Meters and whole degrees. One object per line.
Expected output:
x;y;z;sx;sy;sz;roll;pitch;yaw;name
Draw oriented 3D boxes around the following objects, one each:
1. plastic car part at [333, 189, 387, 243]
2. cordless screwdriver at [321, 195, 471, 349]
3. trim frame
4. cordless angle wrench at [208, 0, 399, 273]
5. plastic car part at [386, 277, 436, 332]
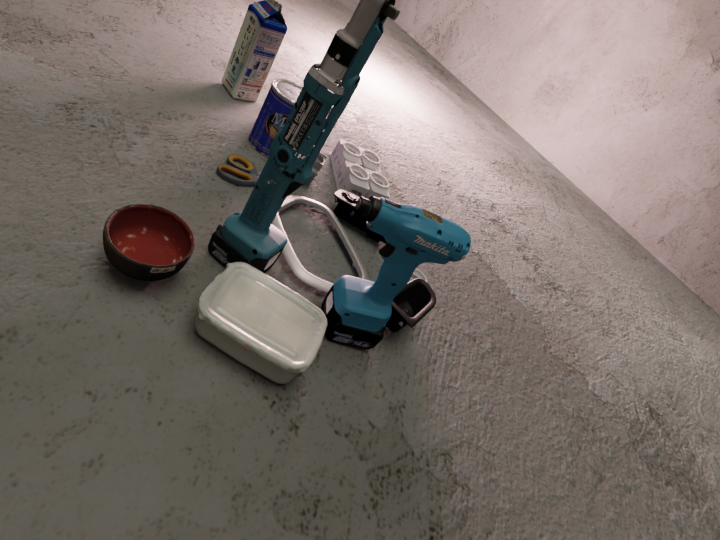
0.027;-0.103;0.882;0.202;0.067;0.066;33;36;-3;plastic car part
0.015;0.005;0.596;0.154;0.249;0.077;22;39;-21;cordless screwdriver
-0.076;-0.050;0.777;0.176;0.027;0.260;-2;49;-39;trim frame
-0.086;-0.152;0.549;0.099;0.424;0.073;42;36;4;cordless angle wrench
0.076;0.066;0.724;0.068;0.071;0.113;47;38;14;plastic car part
